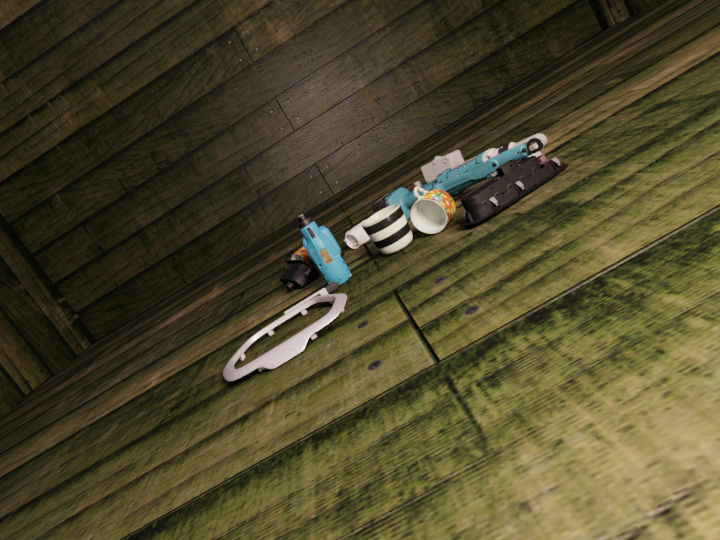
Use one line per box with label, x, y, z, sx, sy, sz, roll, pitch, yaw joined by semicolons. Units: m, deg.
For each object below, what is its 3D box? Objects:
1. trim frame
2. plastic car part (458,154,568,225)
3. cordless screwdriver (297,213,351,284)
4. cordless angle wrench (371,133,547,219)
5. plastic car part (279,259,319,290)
trim frame;-0.128;0.110;0.722;0.248;0.027;0.188;-30;14;-1
plastic car part;0.249;-0.144;0.721;0.202;0.065;0.069;-37;19;-8
cordless screwdriver;-0.092;-0.060;0.945;0.074;0.157;0.253;-32;11;-2
cordless angle wrench;0.192;-0.189;0.904;0.096;0.073;0.437;-41;14;-35
plastic car part;-0.158;0.017;1.033;0.071;0.064;0.121;-53;23;-19
